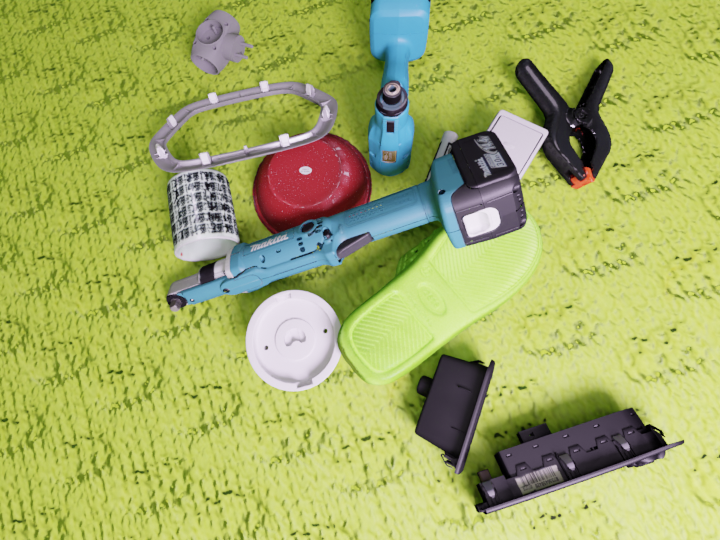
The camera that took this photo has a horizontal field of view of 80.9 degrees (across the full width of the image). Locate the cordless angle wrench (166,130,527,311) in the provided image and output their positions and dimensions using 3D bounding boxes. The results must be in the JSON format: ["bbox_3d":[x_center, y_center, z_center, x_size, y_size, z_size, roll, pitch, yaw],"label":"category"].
[{"bbox_3d":[-0.047,-0.031,0.481,0.432,0.070,0.101,-18,43,17],"label":"cordless angle wrench"}]

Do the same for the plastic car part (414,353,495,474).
[{"bbox_3d":[0.095,0.144,0.456,0.074,0.063,0.117,14,76,23],"label":"plastic car part"}]

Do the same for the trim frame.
[{"bbox_3d":[-0.151,-0.191,0.544,0.248,0.026,0.192,-12,50,-3],"label":"trim frame"}]

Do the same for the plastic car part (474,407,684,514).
[{"bbox_3d":[0.207,0.189,0.428,0.204,0.063,0.070,-17,51,5],"label":"plastic car part"}]

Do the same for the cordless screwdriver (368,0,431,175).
[{"bbox_3d":[0.043,-0.254,0.503,0.075,0.155,0.252,4,76,5],"label":"cordless screwdriver"}]
